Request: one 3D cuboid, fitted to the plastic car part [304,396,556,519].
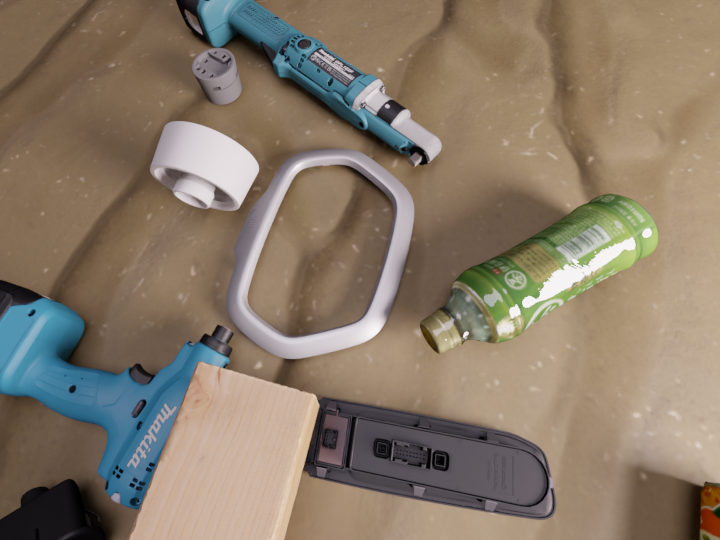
[{"bbox_3d":[0.057,0.150,0.344,0.205,0.065,0.067,9,61,6],"label":"plastic car part"}]

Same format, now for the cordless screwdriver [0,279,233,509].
[{"bbox_3d":[-0.252,0.082,0.400,0.254,0.072,0.159,24,70,11],"label":"cordless screwdriver"}]

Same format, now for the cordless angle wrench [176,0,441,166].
[{"bbox_3d":[-0.072,-0.266,0.538,0.438,0.072,0.097,41,75,18],"label":"cordless angle wrench"}]

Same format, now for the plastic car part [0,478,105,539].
[{"bbox_3d":[-0.273,0.222,0.349,0.115,0.063,0.075,-35,55,-14],"label":"plastic car part"}]

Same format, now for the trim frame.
[{"bbox_3d":[-0.044,-0.029,0.451,0.188,0.027,0.251,13,70,10],"label":"trim frame"}]
